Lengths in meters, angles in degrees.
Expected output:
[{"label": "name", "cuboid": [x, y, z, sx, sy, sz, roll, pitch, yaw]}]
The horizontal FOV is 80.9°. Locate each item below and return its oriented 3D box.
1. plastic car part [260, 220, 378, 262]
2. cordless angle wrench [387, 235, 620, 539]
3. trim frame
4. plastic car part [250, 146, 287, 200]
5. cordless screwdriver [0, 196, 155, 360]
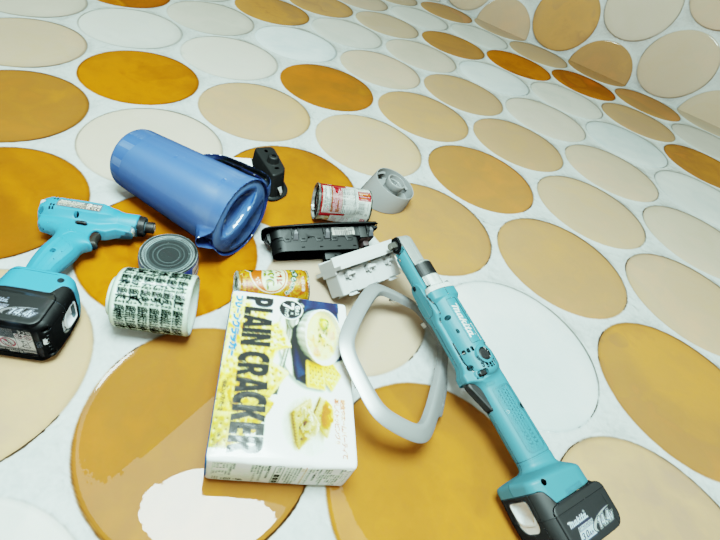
[{"label": "plastic car part", "cuboid": [-0.070, -0.046, 0.716, 0.197, 0.067, 0.068, 1, 74, -19]}, {"label": "cordless angle wrench", "cuboid": [0.150, 0.123, 0.564, 0.095, 0.074, 0.441, -11, 59, -28]}, {"label": "trim frame", "cuboid": [0.054, 0.113, 0.575, 0.183, 0.028, 0.247, 41, 31, -4]}, {"label": "plastic car part", "cuboid": [-0.175, -0.197, 0.818, 0.064, 0.070, 0.122, -13, 50, -28]}, {"label": "cordless screwdriver", "cuboid": [-0.383, -0.005, 0.567, 0.156, 0.073, 0.258, 6, 42, -13]}]
